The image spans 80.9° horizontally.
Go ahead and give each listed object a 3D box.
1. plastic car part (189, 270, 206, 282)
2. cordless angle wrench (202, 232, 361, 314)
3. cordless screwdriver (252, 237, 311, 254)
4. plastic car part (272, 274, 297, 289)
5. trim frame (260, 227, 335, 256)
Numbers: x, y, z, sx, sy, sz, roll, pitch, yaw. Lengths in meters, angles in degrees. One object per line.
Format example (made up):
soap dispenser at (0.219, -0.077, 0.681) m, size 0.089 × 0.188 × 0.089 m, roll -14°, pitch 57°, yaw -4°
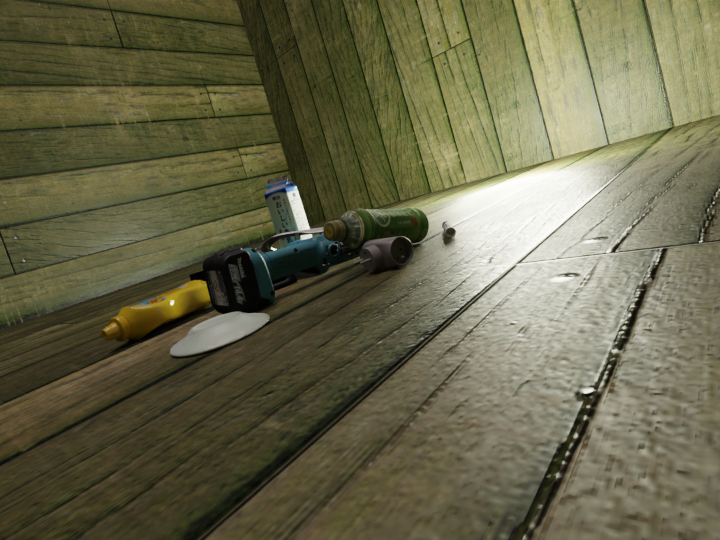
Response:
plastic car part at (-0.291, 0.009, 0.899) m, size 0.208 × 0.066 × 0.065 m, roll -19°, pitch 10°, yaw 22°
cordless angle wrench at (-0.065, -0.031, 0.747) m, size 0.408 × 0.097 × 0.078 m, roll -21°, pitch 11°, yaw -41°
cordless screwdriver at (-0.190, -0.035, 1.028) m, size 0.166 × 0.074 × 0.240 m, roll -9°, pitch 8°, yaw 41°
plastic car part at (-0.187, 0.017, 0.788) m, size 0.114 × 0.067 × 0.071 m, roll -24°, pitch -6°, yaw -18°
trim frame at (-0.088, -0.058, 0.900) m, size 0.246 × 0.028 × 0.182 m, roll -5°, pitch -16°, yaw -7°
